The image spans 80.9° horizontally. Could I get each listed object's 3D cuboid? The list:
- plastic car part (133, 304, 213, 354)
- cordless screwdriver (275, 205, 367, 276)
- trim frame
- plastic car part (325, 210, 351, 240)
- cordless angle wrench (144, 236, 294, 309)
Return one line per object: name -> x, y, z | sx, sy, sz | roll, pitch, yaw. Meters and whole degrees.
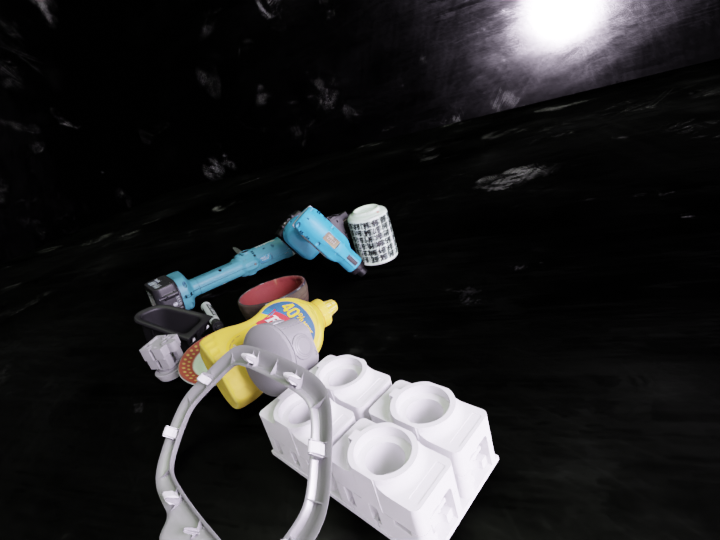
plastic car part -> -0.303, 0.103, 0.685 | 0.120, 0.069, 0.065 | 9, 27, 18
cordless screwdriver -> -0.083, -0.054, 0.851 | 0.074, 0.155, 0.256 | -49, 16, -9
trim frame -> -0.117, 0.162, 0.382 | 0.262, 0.026, 0.185 | 8, 67, 45
plastic car part -> -0.051, -0.100, 0.925 | 0.067, 0.065, 0.207 | -44, 11, -8
cordless angle wrench -> -0.252, -0.017, 0.939 | 0.412, 0.072, 0.103 | -28, 24, -31
